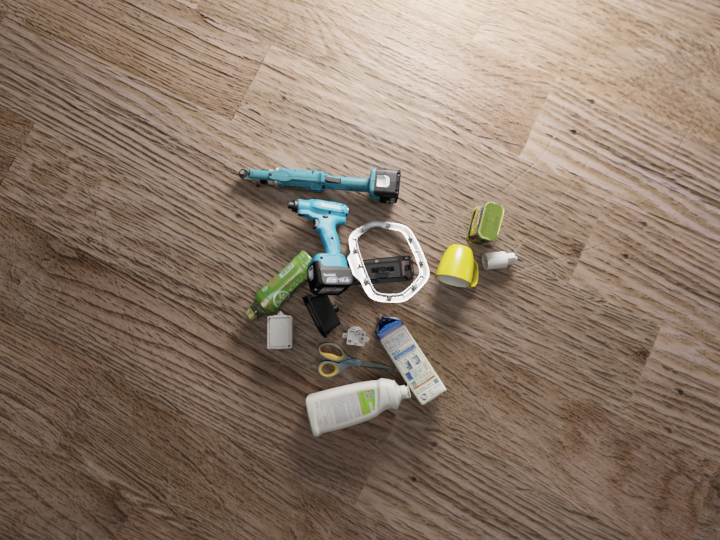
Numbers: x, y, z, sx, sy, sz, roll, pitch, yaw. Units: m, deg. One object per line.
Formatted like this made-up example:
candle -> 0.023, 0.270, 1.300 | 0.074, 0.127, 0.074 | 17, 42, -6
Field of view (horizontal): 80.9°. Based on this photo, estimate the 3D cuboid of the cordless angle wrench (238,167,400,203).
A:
cordless angle wrench -> -0.112, -0.236, 1.111 | 0.428, 0.096, 0.075 | 6, 86, 7

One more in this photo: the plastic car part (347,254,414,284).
plastic car part -> 0.038, 0.003, 1.090 | 0.204, 0.067, 0.066 | -5, 93, 4

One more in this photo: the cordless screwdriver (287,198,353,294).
cordless screwdriver -> -0.102, -0.067, 1.044 | 0.154, 0.075, 0.256 | 6, 62, -21

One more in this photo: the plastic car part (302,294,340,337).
plastic car part -> -0.092, 0.105, 1.087 | 0.070, 0.067, 0.117 | -29, 88, -17

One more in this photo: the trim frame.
trim frame -> 0.063, -0.030, 1.056 | 0.184, 0.026, 0.259 | -16, 58, -1
